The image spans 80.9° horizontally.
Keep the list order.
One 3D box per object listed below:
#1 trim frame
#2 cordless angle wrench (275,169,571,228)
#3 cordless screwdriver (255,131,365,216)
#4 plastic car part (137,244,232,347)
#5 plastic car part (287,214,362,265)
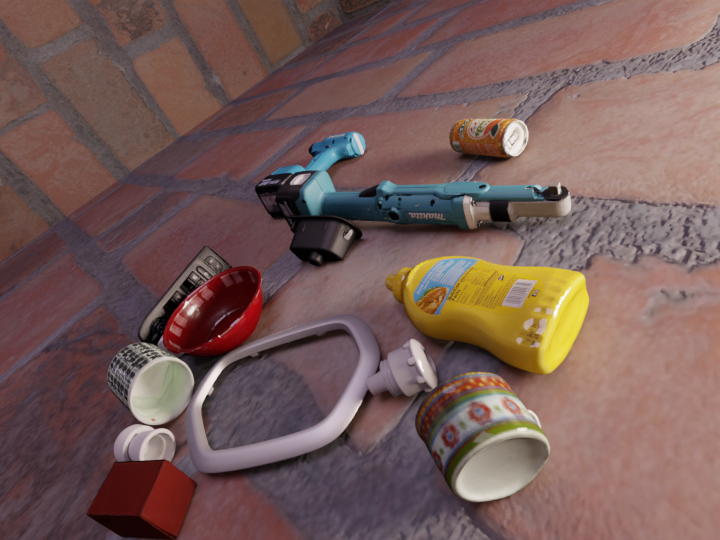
[{"bbox_3d":[-0.093,0.127,0.471,0.253,0.026,0.189,-22,35,17],"label":"trim frame"},{"bbox_3d":[0.056,-0.095,0.597,0.445,0.093,0.074,8,47,39],"label":"cordless angle wrench"},{"bbox_3d":[-0.118,-0.212,0.897,0.168,0.071,0.246,9,46,45],"label":"cordless screwdriver"},{"bbox_3d":[-0.301,0.050,0.706,0.069,0.063,0.204,-19,33,36],"label":"plastic car part"},{"bbox_3d":[-0.063,-0.041,0.646,0.122,0.062,0.071,6,62,39],"label":"plastic car part"}]
